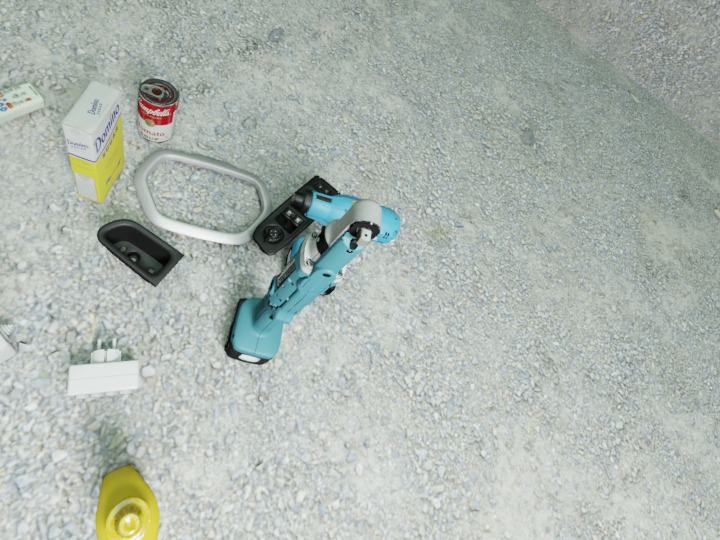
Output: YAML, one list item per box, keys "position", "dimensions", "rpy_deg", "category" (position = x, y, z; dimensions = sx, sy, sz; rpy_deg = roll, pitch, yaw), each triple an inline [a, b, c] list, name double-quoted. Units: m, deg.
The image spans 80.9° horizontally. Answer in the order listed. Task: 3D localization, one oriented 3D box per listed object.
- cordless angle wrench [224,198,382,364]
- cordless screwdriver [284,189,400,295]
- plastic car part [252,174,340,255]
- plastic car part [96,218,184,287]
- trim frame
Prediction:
- position: [-0.086, 0.027, 0.525]
  dimensions: [0.072, 0.428, 0.100]
  rpy_deg: [20, 60, -20]
  category: "cordless angle wrench"
- position: [-0.066, -0.043, 0.679]
  dimensions: [0.154, 0.252, 0.076]
  rpy_deg: [16, 61, -21]
  category: "cordless screwdriver"
- position: [-0.126, -0.097, 0.791]
  dimensions: [0.066, 0.068, 0.201]
  rpy_deg: [43, 55, -2]
  category: "plastic car part"
- position: [-0.342, -0.024, 0.650]
  dimensions: [0.115, 0.071, 0.066]
  rpy_deg: [37, 55, -5]
  category: "plastic car part"
- position: [-0.278, -0.136, 0.766]
  dimensions: [0.240, 0.028, 0.189]
  rpy_deg: [11, 60, -19]
  category: "trim frame"
